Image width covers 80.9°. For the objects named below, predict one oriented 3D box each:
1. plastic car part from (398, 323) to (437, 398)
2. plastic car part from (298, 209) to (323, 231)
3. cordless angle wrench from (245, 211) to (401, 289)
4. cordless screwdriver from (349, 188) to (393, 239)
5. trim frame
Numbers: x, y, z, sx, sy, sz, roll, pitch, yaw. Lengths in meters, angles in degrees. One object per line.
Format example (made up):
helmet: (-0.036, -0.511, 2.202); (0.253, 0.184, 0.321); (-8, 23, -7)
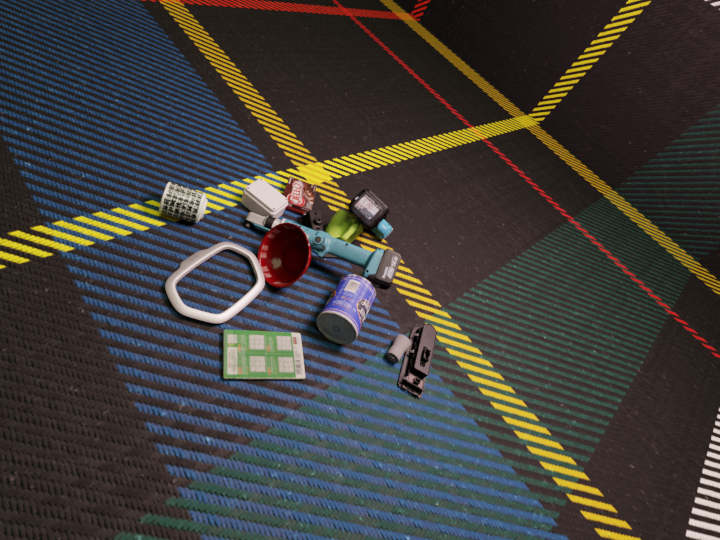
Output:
plastic car part: (0.151, 0.208, 1.059); (0.066, 0.066, 0.204); (24, 43, -1)
plastic car part: (-0.130, -0.125, 1.190); (0.064, 0.070, 0.121); (6, 48, -23)
cordless angle wrench: (-0.108, -0.071, 1.106); (0.431, 0.072, 0.098); (21, 78, 10)
cordless screwdriver: (0.017, -0.173, 1.220); (0.163, 0.074, 0.243); (45, 2, 10)
trim frame: (-0.334, 0.022, 0.991); (0.187, 0.027, 0.246); (38, 47, 6)
